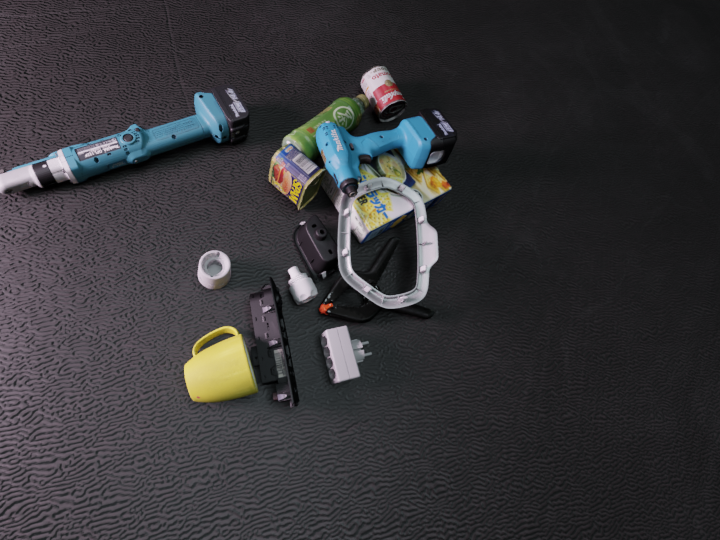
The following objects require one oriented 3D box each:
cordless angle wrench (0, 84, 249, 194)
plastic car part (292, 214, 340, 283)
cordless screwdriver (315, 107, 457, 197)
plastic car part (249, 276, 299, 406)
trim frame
[{"bbox_3d":[-0.402,-0.219,0.742,0.415,0.074,0.100,-27,78,-21],"label":"cordless angle wrench"},{"bbox_3d":[-0.074,-0.048,0.753,0.064,0.071,0.118,-26,80,-26],"label":"plastic car part"},{"bbox_3d":[0.054,-0.214,0.773,0.244,0.073,0.165,-12,60,-14],"label":"cordless screwdriver"},{"bbox_3d":[-0.141,0.113,0.675,0.068,0.064,0.208,-12,71,6],"label":"plastic car part"},{"bbox_3d":[0.049,-0.056,0.743,0.180,0.027,0.254,8,66,-14],"label":"trim frame"}]
